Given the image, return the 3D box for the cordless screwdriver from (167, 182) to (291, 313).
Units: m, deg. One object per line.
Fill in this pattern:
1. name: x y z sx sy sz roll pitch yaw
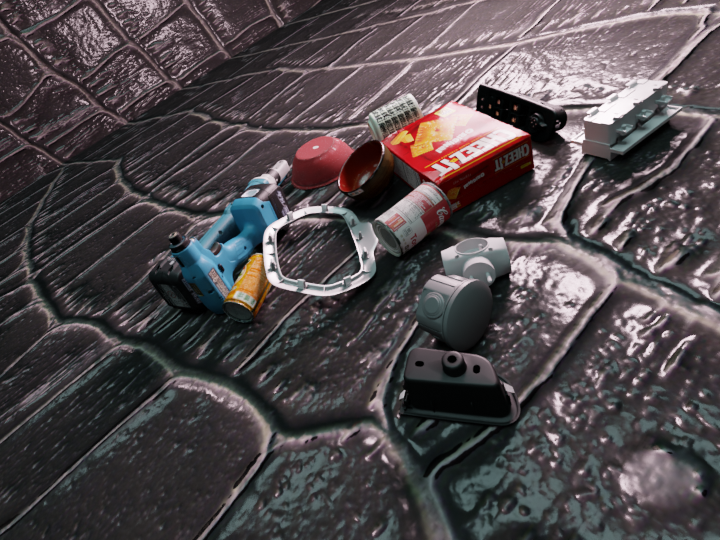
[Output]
1. cordless screwdriver: -0.220 -0.066 0.731 0.077 0.152 0.250 0 44 29

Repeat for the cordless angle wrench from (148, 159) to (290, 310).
1. cordless angle wrench: -0.244 -0.104 0.843 0.077 0.093 0.425 0 43 26

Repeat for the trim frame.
1. trim frame: -0.067 -0.044 0.689 0.183 0.026 0.259 -10 37 -6

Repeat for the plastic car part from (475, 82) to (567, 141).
1. plastic car part: 0.286 -0.281 0.752 0.066 0.064 0.213 -6 34 -16

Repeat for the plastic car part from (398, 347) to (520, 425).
1. plastic car part: 0.091 0.108 0.423 0.121 0.067 0.066 -4 44 31
